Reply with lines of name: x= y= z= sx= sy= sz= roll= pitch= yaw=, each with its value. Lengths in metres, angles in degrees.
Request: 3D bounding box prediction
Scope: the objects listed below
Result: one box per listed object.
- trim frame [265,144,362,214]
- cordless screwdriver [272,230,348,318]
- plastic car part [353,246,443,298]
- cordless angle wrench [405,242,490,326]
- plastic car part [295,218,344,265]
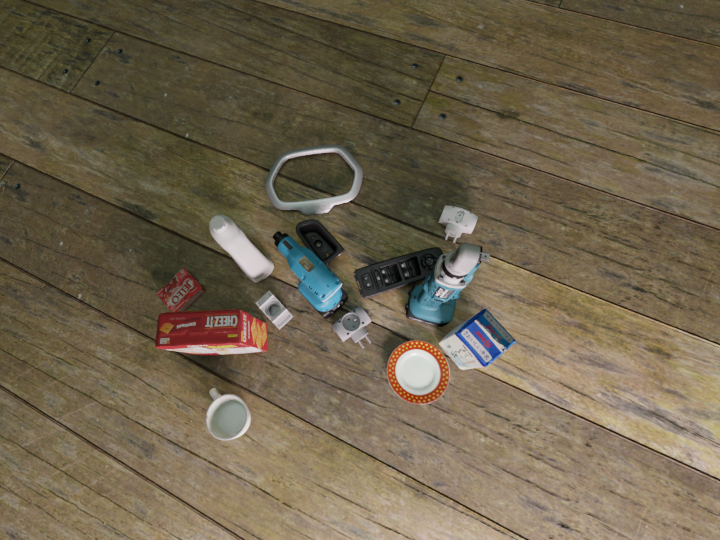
trim frame: x=-0.118 y=-0.230 z=1.063 sx=0.250 sy=0.027 sz=0.188 roll=-7 pitch=71 yaw=4
cordless screwdriver: x=-0.102 y=0.012 z=0.868 sx=0.074 sy=0.243 sz=0.164 roll=-43 pitch=76 yaw=-9
plastic car part: x=0.090 y=0.006 z=0.941 sx=0.203 sy=0.065 sz=0.068 roll=-18 pitch=73 yaw=0
cordless angle wrench: x=0.145 y=0.028 z=0.745 sx=0.099 sy=0.413 sz=0.075 roll=15 pitch=75 yaw=6
plastic car part: x=-0.096 y=-0.063 z=0.983 sx=0.066 sy=0.069 sz=0.120 roll=-38 pitch=73 yaw=-7
